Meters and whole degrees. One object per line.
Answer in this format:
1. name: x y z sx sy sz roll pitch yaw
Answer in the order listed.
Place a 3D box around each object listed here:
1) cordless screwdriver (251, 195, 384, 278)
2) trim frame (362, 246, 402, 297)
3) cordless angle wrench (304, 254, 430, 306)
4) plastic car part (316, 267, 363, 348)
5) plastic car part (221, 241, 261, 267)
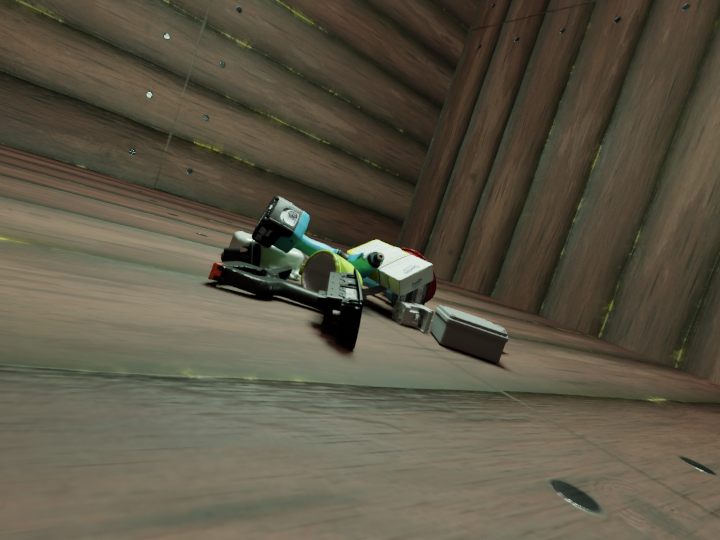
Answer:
1. cordless screwdriver: -0.082 -0.054 0.844 0.241 0.075 0.163 33 -31 -17
2. trim frame: 0.021 -0.001 0.995 0.185 0.026 0.256 -15 27 2
3. cordless angle wrench: -0.014 0.003 1.132 0.070 0.098 0.447 15 2 -45
4. plastic car part: -0.029 0.043 0.617 0.067 0.065 0.204 2 14 2
5. plastic car part: -0.230 -0.023 0.804 0.070 0.066 0.118 4 3 -7
